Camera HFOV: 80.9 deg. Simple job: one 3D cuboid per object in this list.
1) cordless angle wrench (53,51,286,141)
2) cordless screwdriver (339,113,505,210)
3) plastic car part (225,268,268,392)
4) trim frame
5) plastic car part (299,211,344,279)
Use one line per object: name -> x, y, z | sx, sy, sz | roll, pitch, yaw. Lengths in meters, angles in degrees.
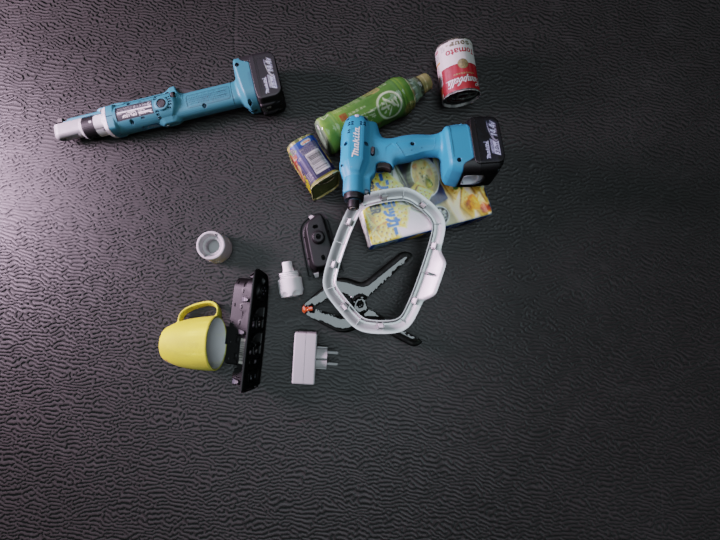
cordless angle wrench -> -0.351, -0.295, 0.770 | 0.423, 0.073, 0.099 | -13, 85, 1
cordless screwdriver -> 0.091, -0.168, 0.673 | 0.251, 0.072, 0.162 | 2, 72, 5
plastic car part -> -0.196, 0.097, 0.728 | 0.070, 0.063, 0.204 | 6, 84, 24
trim frame -> 0.043, -0.018, 0.691 | 0.184, 0.027, 0.249 | 20, 85, 0
plastic car part -> -0.072, -0.047, 0.736 | 0.066, 0.071, 0.117 | -14, 87, -5
